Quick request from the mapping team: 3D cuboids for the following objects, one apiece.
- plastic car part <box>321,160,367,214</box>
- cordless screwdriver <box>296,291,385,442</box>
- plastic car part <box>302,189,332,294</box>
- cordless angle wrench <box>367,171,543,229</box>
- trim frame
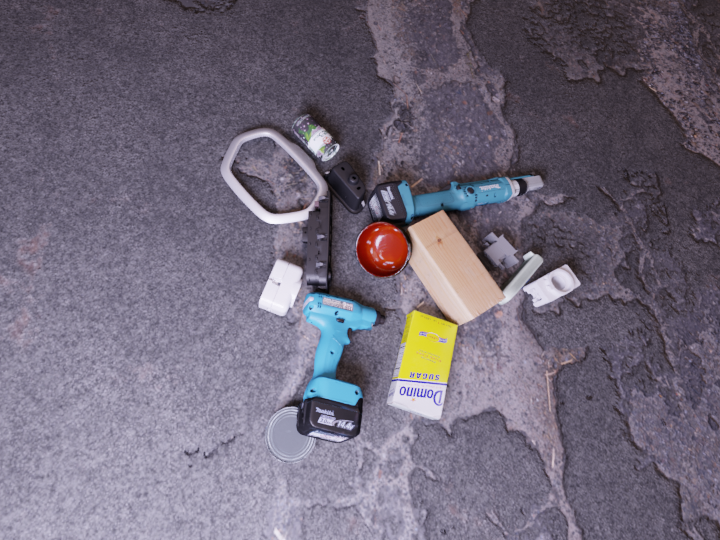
[{"bbox_3d":[-0.024,-0.185,0.898,0.065,0.070,0.120,-33,75,-18],"label":"plastic car part"},{"bbox_3d":[-0.029,0.163,0.740,0.155,0.074,0.255,12,55,-16],"label":"cordless screwdriver"},{"bbox_3d":[-0.081,-0.053,0.830,0.066,0.066,0.206,-2,75,-6],"label":"plastic car part"},{"bbox_3d":[0.227,-0.165,0.931,0.414,0.074,0.100,-11,72,-16],"label":"cordless angle wrench"},{"bbox_3d":[-0.183,-0.203,0.901,0.182,0.027,0.254,-41,77,-17],"label":"trim frame"}]
